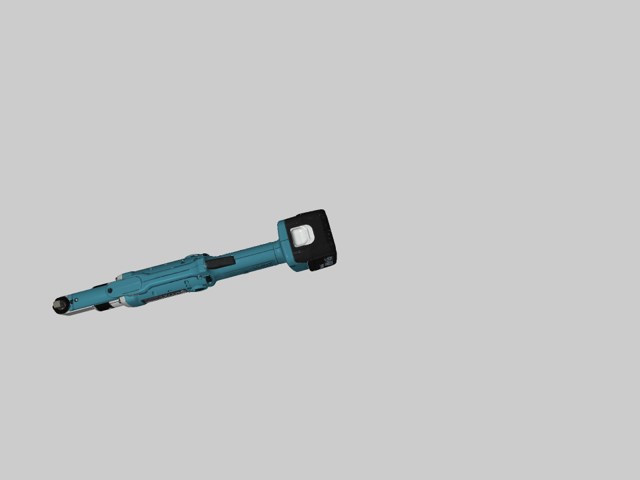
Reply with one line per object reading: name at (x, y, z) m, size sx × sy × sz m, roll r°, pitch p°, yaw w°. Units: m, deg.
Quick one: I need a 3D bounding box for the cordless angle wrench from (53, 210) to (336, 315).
cordless angle wrench at (-0.188, 0.049, 0.644) m, size 0.423 × 0.074 × 0.098 m, roll -15°, pitch -15°, yaw -2°
